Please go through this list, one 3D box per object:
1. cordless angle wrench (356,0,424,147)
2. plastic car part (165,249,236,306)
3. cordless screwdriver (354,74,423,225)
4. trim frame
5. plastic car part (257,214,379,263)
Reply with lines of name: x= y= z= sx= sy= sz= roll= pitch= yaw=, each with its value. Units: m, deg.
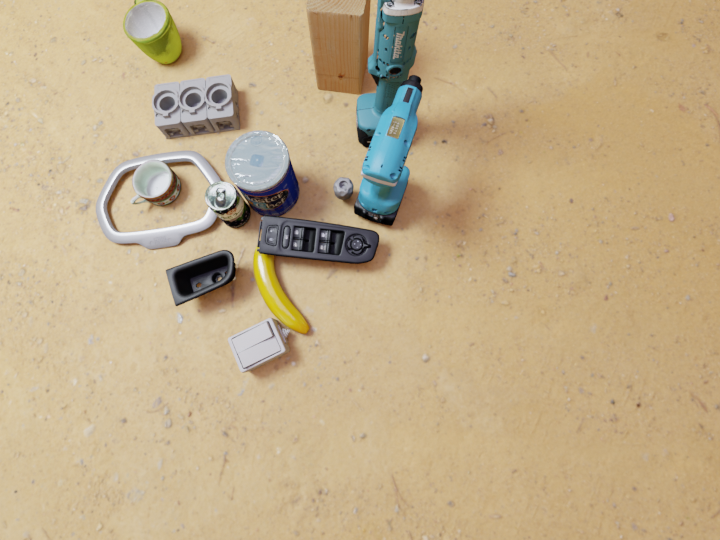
cordless angle wrench: x=0.045 y=-0.306 z=0.603 sx=0.098 sy=0.416 sz=0.075 roll=-2 pitch=79 yaw=-1
plastic car part: x=-0.260 y=0.013 z=0.726 sx=0.116 sy=0.070 sz=0.067 roll=-21 pitch=78 yaw=-2
cordless screwdriver: x=0.046 y=-0.172 z=0.658 sx=0.075 sy=0.245 sz=0.160 roll=19 pitch=79 yaw=3
trim frame: x=-0.377 y=-0.133 z=0.792 sx=0.249 sy=0.027 sz=0.187 roll=-9 pitch=76 yaw=2
plastic car part: x=-0.071 y=-0.047 z=0.728 sx=0.205 sy=0.066 sz=0.067 roll=6 pitch=78 yaw=5
